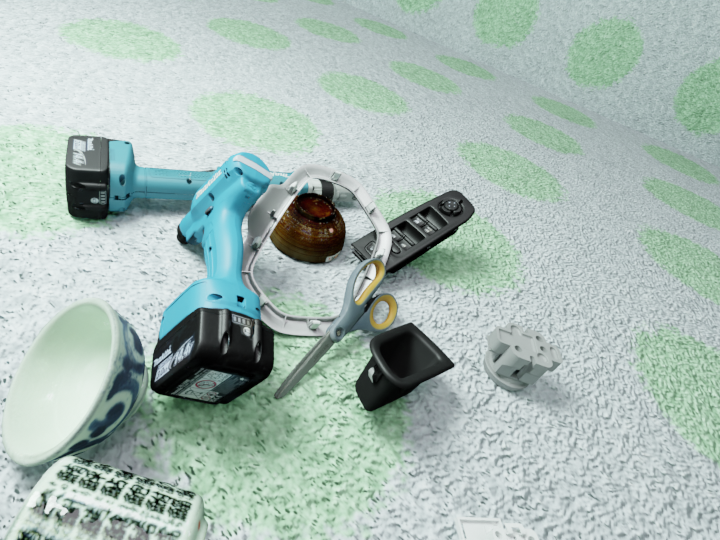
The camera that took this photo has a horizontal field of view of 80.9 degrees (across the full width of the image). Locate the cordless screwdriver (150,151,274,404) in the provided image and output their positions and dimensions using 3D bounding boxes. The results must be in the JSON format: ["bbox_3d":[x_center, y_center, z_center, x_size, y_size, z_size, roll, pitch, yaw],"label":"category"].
[{"bbox_3d":[-0.158,0.006,0.437,0.070,0.162,0.257,27,42,-39],"label":"cordless screwdriver"}]

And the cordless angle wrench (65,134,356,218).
[{"bbox_3d":[-0.182,-0.124,0.617,0.406,0.073,0.103,-2,44,-28],"label":"cordless angle wrench"}]

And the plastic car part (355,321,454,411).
[{"bbox_3d":[0.032,0.105,0.428,0.069,0.071,0.111,43,27,26],"label":"plastic car part"}]

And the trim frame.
[{"bbox_3d":[-0.052,-0.034,0.528,0.182,0.028,0.249,32,59,-7],"label":"trim frame"}]

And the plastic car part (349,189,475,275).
[{"bbox_3d":[0.084,-0.049,0.619,0.200,0.064,0.070,-34,53,-17],"label":"plastic car part"}]
